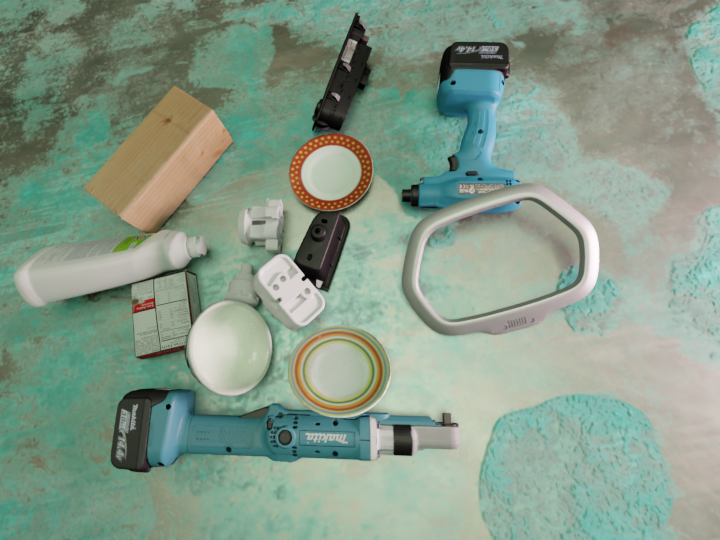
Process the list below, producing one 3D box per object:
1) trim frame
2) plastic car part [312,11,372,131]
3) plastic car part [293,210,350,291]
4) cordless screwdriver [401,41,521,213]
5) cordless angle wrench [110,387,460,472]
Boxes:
[{"bbox_3d":[0.176,-0.009,0.553,0.251,0.027,0.185,-19,86,9],"label":"trim frame"},{"bbox_3d":[-0.026,-0.304,0.680,0.065,0.068,0.204,26,76,-15],"label":"plastic car part"},{"bbox_3d":[-0.058,-0.038,0.597,0.067,0.069,0.117,19,80,9],"label":"plastic car part"},{"bbox_3d":[0.141,-0.204,0.617,0.161,0.072,0.252,0,78,7],"label":"cordless screwdriver"},{"bbox_3d":[-0.092,0.204,0.533,0.427,0.072,0.099,0,75,6],"label":"cordless angle wrench"}]
